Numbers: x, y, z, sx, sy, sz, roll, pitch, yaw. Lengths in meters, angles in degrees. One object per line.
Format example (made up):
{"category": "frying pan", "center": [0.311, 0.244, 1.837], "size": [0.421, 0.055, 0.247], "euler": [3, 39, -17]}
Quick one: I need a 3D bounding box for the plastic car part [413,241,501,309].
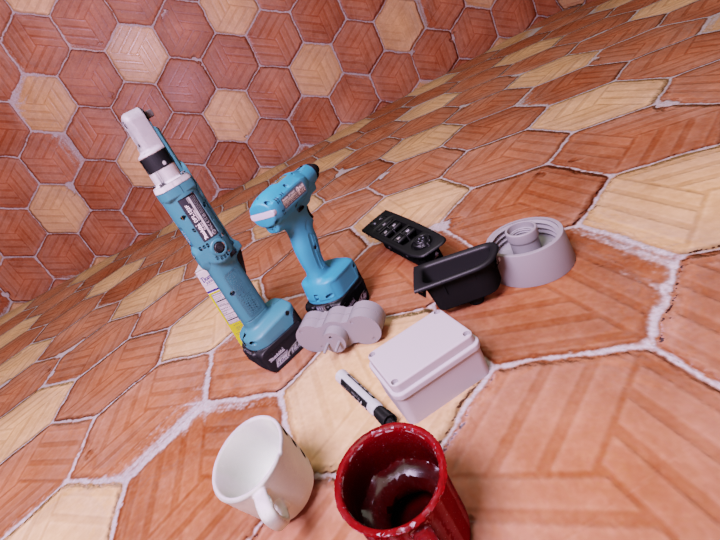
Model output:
{"category": "plastic car part", "center": [0.137, 0.016, 0.569], "size": [0.119, 0.068, 0.067], "euler": [-18, 25, 20]}

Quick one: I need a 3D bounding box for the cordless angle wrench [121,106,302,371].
{"category": "cordless angle wrench", "center": [-0.214, -0.035, 0.619], "size": [0.096, 0.408, 0.078], "euler": [-40, 25, -28]}

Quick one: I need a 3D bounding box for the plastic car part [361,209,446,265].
{"category": "plastic car part", "center": [0.079, -0.051, 0.753], "size": [0.066, 0.064, 0.212], "euler": [-33, 26, -12]}

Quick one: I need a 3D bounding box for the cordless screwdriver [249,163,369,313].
{"category": "cordless screwdriver", "center": [-0.067, -0.044, 0.683], "size": [0.077, 0.240, 0.158], "euler": [-10, 28, 36]}
